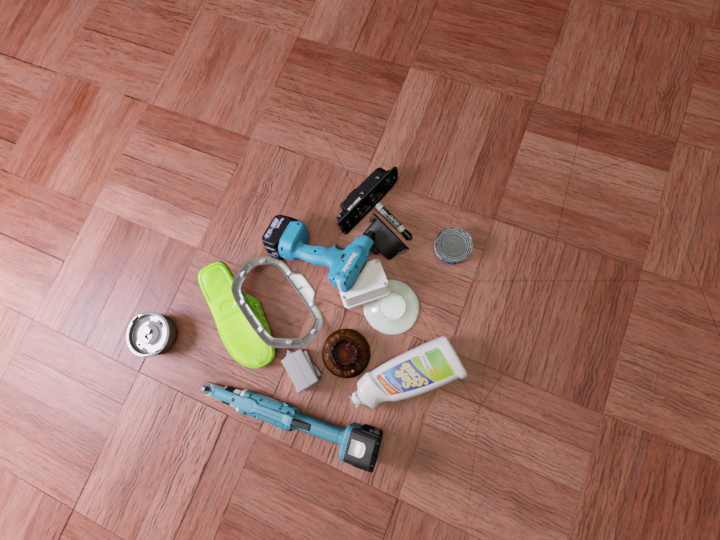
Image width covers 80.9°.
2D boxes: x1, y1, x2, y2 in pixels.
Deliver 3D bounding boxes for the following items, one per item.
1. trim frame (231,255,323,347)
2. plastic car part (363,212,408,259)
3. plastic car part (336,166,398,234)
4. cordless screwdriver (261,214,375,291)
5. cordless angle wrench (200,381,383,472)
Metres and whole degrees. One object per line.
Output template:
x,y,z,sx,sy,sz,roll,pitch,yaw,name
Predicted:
-0.191,0.069,0.987,0.179,0.027,0.256,-27,71,-38,trim frame
0.051,-0.073,1.017,0.071,0.064,0.119,-42,80,11,plastic car part
0.012,-0.183,1.047,0.202,0.063,0.071,-42,53,-3,plastic car part
-0.098,-0.064,0.997,0.259,0.071,0.159,23,66,22,cordless screwdriver
-0.165,0.324,0.937,0.434,0.095,0.075,15,80,14,cordless angle wrench
